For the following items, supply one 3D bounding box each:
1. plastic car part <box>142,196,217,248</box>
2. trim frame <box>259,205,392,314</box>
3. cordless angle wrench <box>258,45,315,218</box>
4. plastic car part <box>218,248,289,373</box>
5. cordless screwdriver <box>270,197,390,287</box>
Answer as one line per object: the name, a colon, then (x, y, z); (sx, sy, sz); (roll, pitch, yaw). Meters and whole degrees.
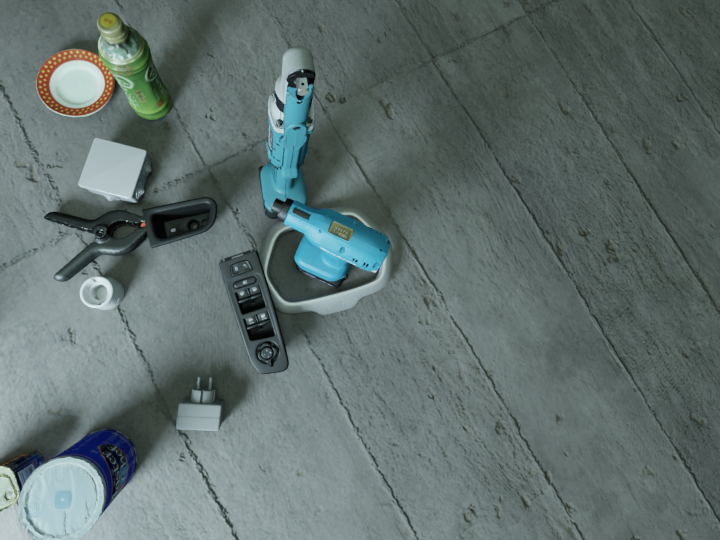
plastic car part: (-0.293, -0.079, 0.711); (0.115, 0.071, 0.066); (-15, 85, -11)
trim frame: (-0.063, -0.017, 0.752); (0.245, 0.027, 0.186); (-15, 83, -10)
cordless angle wrench: (-0.099, -0.163, 0.570); (0.073, 0.426, 0.099); (-8, 85, -13)
plastic car part: (-0.174, 0.072, 0.702); (0.065, 0.067, 0.205); (-18, 83, -12)
cordless screwdriver: (-0.063, -0.041, 0.643); (0.158, 0.250, 0.074); (26, 79, -7)
